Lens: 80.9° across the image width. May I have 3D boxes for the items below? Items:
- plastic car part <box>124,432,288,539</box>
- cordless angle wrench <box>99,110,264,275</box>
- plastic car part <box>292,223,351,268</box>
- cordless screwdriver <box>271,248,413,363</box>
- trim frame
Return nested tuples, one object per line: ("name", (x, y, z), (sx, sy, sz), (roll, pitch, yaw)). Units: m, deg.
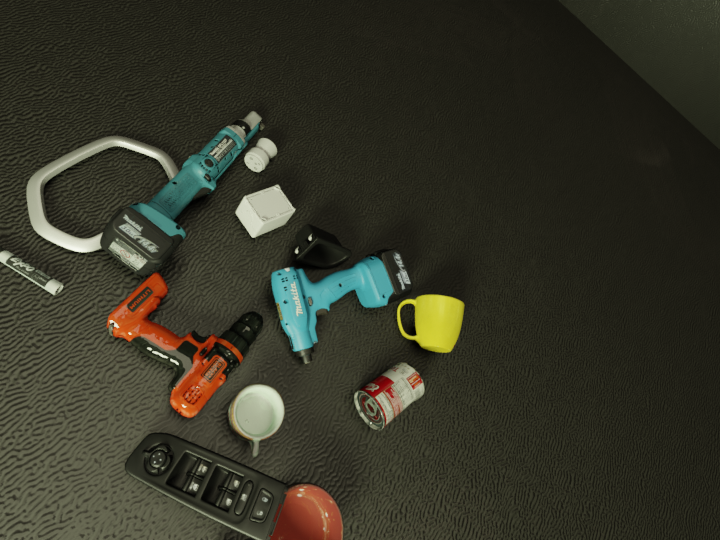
("plastic car part", (-0.197, 0.269, 0.541), (0.205, 0.066, 0.067), (21, 61, 5))
("cordless angle wrench", (-0.278, -0.174, 0.746), (0.095, 0.076, 0.426), (41, 46, -21))
("plastic car part", (-0.076, -0.050, 0.781), (0.110, 0.067, 0.074), (13, 41, -54))
("cordless screwdriver", (-0.026, 0.054, 0.747), (0.241, 0.076, 0.161), (-14, 83, -26))
("trim frame", (-0.417, -0.132, 0.702), (0.185, 0.028, 0.246), (40, 54, 1))
